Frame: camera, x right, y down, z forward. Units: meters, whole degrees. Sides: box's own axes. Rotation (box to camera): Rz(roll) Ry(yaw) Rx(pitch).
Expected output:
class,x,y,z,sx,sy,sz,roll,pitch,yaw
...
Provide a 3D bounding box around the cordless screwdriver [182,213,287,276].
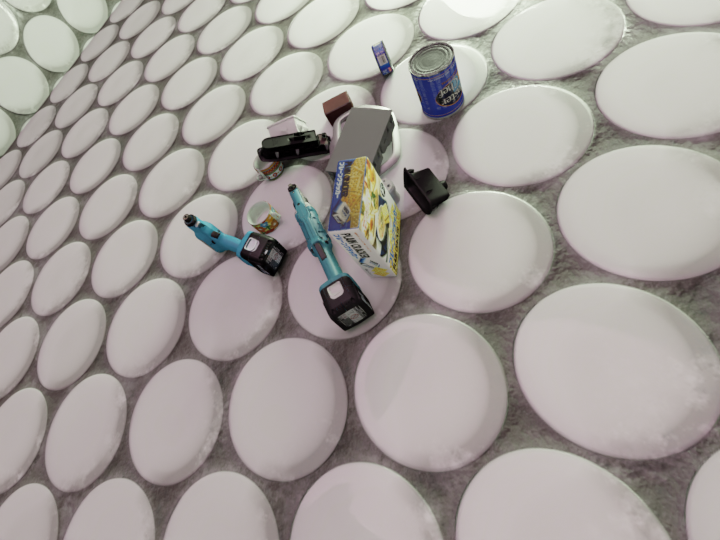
class,x,y,z,sx,sy,sz,roll,pitch,yaw
cordless screwdriver,-0.313,-0.072,1.033,0.261,0.151,0.074,17,73,30

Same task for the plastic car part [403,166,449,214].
class,x,y,z,sx,sy,sz,roll,pitch,yaw
plastic car part,0.150,-0.178,0.919,0.070,0.063,0.122,-28,58,-7

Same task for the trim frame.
class,x,y,z,sx,sy,sz,roll,pitch,yaw
trim frame,0.007,-0.324,1.072,0.188,0.026,0.255,-12,65,14

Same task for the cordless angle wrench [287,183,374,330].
class,x,y,z,sx,sy,sz,roll,pitch,yaw
cordless angle wrench,-0.094,-0.062,0.965,0.075,0.092,0.444,-33,51,6

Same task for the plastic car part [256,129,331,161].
class,x,y,z,sx,sy,sz,roll,pitch,yaw
plastic car part,-0.177,-0.333,1.123,0.203,0.065,0.068,-12,67,0
